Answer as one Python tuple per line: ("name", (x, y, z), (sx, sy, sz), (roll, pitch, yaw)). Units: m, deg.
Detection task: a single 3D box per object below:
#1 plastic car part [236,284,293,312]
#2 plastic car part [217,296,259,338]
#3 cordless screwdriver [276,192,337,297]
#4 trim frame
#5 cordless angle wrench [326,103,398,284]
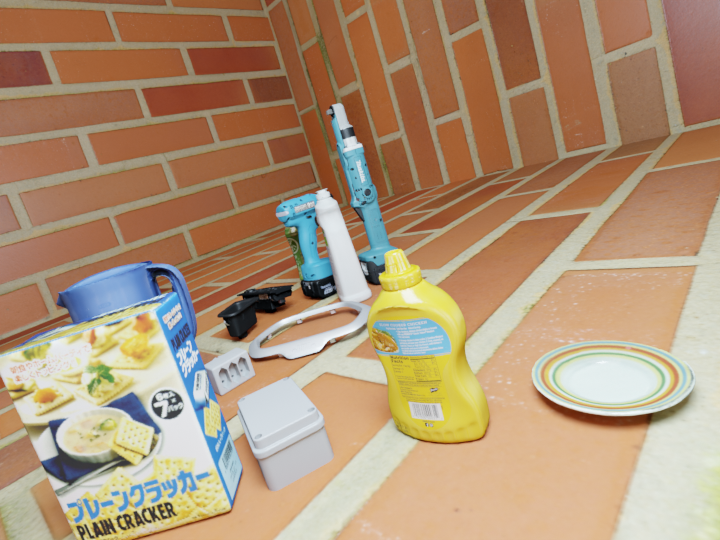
("plastic car part", (-0.238, 0.069, 1.054), (0.064, 0.066, 0.212), (-26, 16, -38))
("plastic car part", (-0.261, 0.109, 0.918), (0.067, 0.070, 0.116), (-14, 13, 13))
("cordless screwdriver", (-0.102, -0.067, 1.041), (0.154, 0.245, 0.078), (-25, 12, -36))
("trim frame", (-0.095, 0.111, 0.797), (0.251, 0.027, 0.185), (-16, 14, 7))
("cordless angle wrench", (0.005, -0.179, 0.986), (0.096, 0.417, 0.077), (-19, 9, -16))
